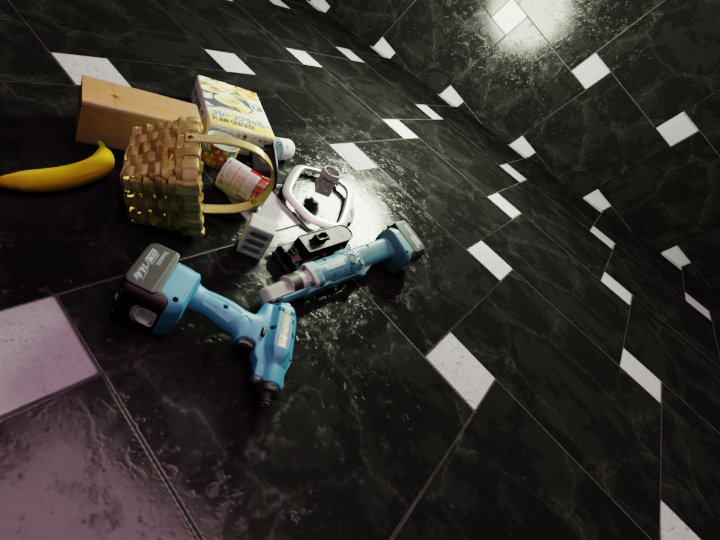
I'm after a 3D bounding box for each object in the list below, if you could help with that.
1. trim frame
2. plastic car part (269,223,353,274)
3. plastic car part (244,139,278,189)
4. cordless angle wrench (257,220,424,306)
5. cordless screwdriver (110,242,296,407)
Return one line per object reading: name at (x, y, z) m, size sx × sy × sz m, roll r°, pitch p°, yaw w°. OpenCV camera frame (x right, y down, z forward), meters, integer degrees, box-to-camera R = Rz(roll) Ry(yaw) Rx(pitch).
trim frame at (-0.092, -0.173, 0.994) m, size 0.181 × 0.027 × 0.253 m, roll 25°, pitch 34°, yaw -10°
plastic car part at (-0.081, -0.053, 0.830) m, size 0.069 × 0.067 × 0.196 m, roll 46°, pitch 33°, yaw 17°
plastic car part at (-0.223, -0.235, 0.941) m, size 0.069 × 0.065 × 0.121 m, roll 3°, pitch 47°, yaw -17°
cordless angle wrench at (-0.027, -0.009, 0.812) m, size 0.408 × 0.075 × 0.100 m, roll -22°, pitch 71°, yaw -46°
cordless screwdriver at (-0.204, 0.075, 0.569) m, size 0.241 × 0.075 × 0.164 m, roll 26°, pitch 35°, yaw -18°
